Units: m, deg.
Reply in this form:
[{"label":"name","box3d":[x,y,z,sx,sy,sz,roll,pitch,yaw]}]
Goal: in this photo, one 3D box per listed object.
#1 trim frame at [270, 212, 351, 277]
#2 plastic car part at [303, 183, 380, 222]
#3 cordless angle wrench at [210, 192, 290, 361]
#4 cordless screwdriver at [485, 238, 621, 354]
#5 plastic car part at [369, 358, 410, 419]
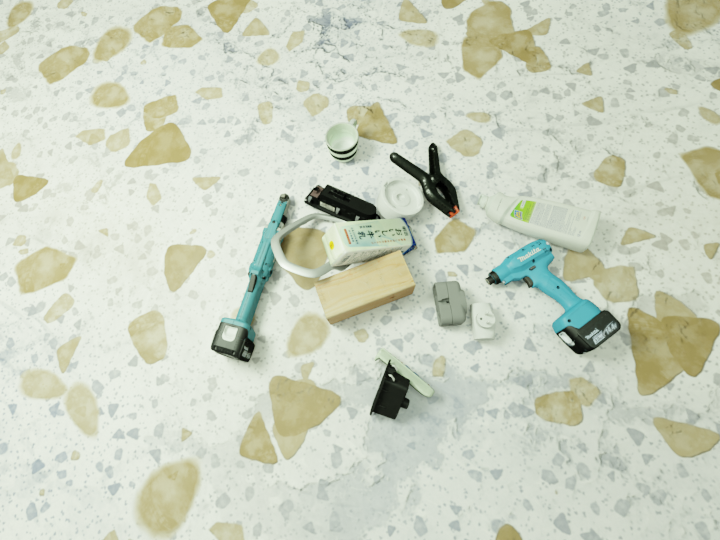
[{"label":"trim frame","box3d":[-0.097,-0.064,0.995,0.192,0.027,0.243,31,44,22]},{"label":"plastic car part","box3d":[-0.038,-0.167,1.059,0.208,0.066,0.066,28,50,12]},{"label":"cordless angle wrench","box3d":[-0.242,0.000,1.021,0.076,0.095,0.428,11,68,8]},{"label":"cordless screwdriver","box3d":[0.405,0.064,0.913,0.159,0.072,0.259,-31,66,-4]},{"label":"plastic car part","box3d":[0.068,0.258,0.876,0.073,0.065,0.115,18,113,11]}]
